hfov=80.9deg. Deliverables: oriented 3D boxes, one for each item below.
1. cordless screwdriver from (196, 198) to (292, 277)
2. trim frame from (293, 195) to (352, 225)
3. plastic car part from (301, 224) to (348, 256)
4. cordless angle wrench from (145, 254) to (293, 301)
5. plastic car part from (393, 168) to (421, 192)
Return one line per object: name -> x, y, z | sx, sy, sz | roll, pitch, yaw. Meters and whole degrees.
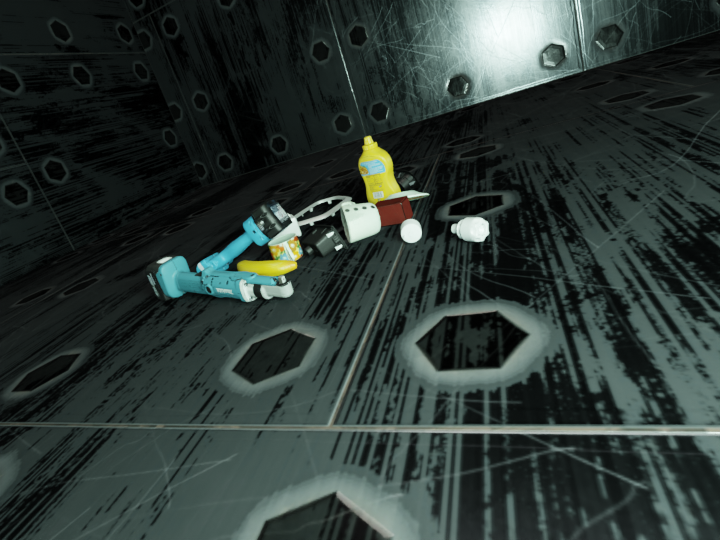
cordless screwdriver -> -0.282, -0.074, 1.045 | 0.251, 0.073, 0.159 | -35, 8, 16
trim frame -> -0.131, -0.184, 1.316 | 0.192, 0.027, 0.245 | -3, 29, 34
plastic car part -> -0.094, -0.062, 0.963 | 0.070, 0.063, 0.122 | -43, 25, -20
cordless angle wrench -> -0.305, 0.026, 0.899 | 0.444, 0.095, 0.073 | 3, 28, 36
plastic car part -> 0.102, -0.269, 1.275 | 0.066, 0.064, 0.213 | -36, 25, -16
